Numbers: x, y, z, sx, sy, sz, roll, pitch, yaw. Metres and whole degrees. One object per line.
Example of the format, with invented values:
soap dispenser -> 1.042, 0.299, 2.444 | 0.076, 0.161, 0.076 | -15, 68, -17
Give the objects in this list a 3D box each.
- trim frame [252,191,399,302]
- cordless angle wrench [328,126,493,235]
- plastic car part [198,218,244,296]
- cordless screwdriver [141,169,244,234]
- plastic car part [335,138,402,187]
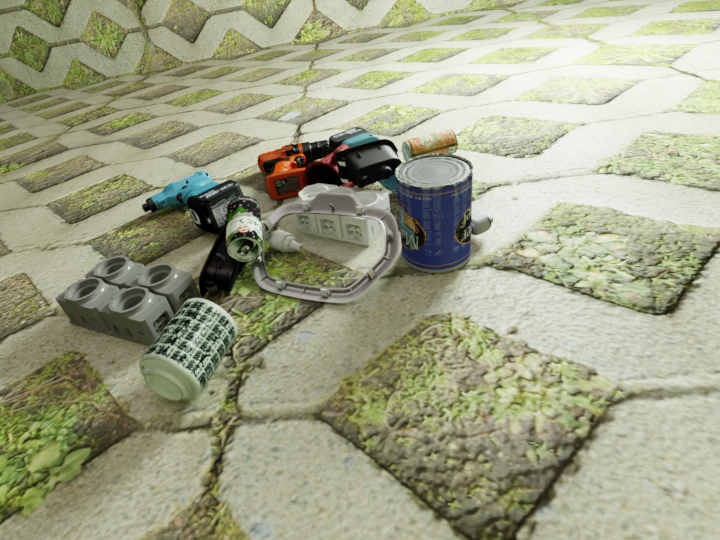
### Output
trim frame -> -0.063, -0.041, 0.646 | 0.259, 0.026, 0.186 | 7, 62, 27
cordless angle wrench -> 0.074, -0.171, 0.793 | 0.096, 0.071, 0.447 | -25, 41, -18
plastic car part -> -0.213, -0.030, 0.700 | 0.067, 0.065, 0.206 | 18, 38, -5
cordless screwdriver -> -0.341, -0.138, 0.857 | 0.156, 0.071, 0.263 | -33, 36, -25
plastic car part -> 0.024, -0.180, 0.730 | 0.116, 0.063, 0.074 | -19, 44, -6
